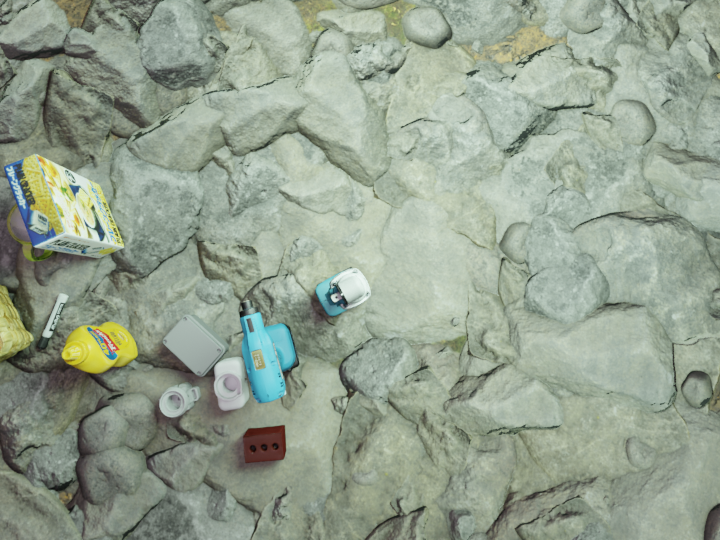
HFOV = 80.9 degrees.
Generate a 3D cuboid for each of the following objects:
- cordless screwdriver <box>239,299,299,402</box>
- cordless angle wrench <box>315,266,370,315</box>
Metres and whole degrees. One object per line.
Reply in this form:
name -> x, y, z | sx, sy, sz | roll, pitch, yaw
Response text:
cordless screwdriver -> -0.170, 0.132, 0.771 | 0.074, 0.248, 0.160 | -16, 86, -5
cordless angle wrench -> -0.025, 0.033, 0.694 | 0.097, 0.421, 0.075 | -28, 89, -6
